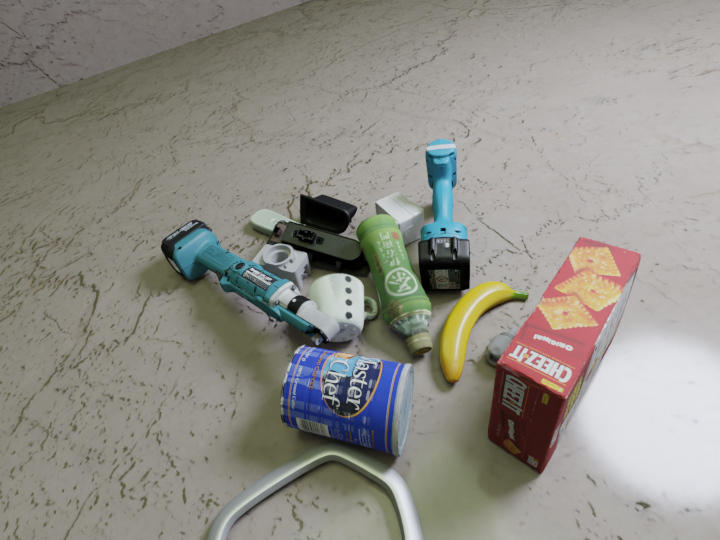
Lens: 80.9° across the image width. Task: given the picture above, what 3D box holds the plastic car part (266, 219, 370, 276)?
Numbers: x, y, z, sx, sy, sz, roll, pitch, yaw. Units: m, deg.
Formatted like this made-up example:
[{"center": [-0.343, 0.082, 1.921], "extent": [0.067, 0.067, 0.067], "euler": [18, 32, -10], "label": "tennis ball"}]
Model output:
[{"center": [-0.074, -0.048, 0.752], "extent": [0.209, 0.065, 0.067], "euler": [18, 64, 15], "label": "plastic car part"}]

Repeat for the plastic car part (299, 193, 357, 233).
[{"center": [-0.057, -0.119, 0.846], "extent": [0.122, 0.064, 0.070], "euler": [19, 37, 25], "label": "plastic car part"}]

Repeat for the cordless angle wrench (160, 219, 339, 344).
[{"center": [-0.190, 0.013, 0.690], "extent": [0.448, 0.071, 0.097], "euler": [23, 53, 40], "label": "cordless angle wrench"}]

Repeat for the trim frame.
[{"center": [-0.055, 0.293, 0.441], "extent": [0.244, 0.026, 0.195], "euler": [-27, 44, -16], "label": "trim frame"}]

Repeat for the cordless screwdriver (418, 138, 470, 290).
[{"center": [0.141, -0.082, 0.718], "extent": [0.076, 0.152, 0.254], "euler": [-2, 59, 13], "label": "cordless screwdriver"}]
